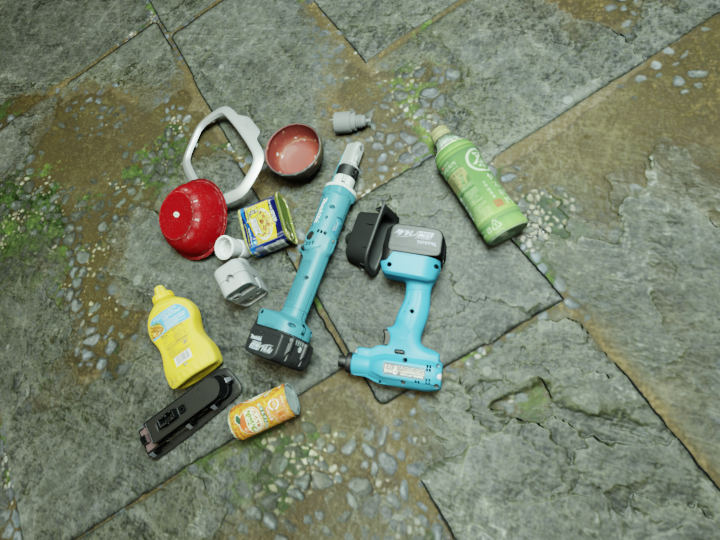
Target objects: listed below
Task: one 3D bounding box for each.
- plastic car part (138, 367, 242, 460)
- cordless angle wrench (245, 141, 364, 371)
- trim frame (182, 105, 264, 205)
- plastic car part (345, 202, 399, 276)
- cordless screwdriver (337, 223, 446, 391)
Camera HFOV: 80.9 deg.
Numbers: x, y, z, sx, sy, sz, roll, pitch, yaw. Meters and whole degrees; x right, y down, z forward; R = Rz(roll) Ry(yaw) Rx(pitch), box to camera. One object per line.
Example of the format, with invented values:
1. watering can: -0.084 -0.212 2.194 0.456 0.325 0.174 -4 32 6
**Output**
1. plastic car part: -0.297 0.236 0.716 0.203 0.064 0.069 -36 62 -1
2. cordless angle wrench: -0.072 -0.047 0.734 0.103 0.070 0.426 3 67 44
3. trim frame: -0.280 -0.232 0.854 0.185 0.026 0.261 -45 57 12
4. plastic car part: 0.009 -0.055 0.728 0.075 0.062 0.117 19 82 36
5. cordless screwdriver: 0.054 0.053 0.671 0.164 0.071 0.251 4 78 16
